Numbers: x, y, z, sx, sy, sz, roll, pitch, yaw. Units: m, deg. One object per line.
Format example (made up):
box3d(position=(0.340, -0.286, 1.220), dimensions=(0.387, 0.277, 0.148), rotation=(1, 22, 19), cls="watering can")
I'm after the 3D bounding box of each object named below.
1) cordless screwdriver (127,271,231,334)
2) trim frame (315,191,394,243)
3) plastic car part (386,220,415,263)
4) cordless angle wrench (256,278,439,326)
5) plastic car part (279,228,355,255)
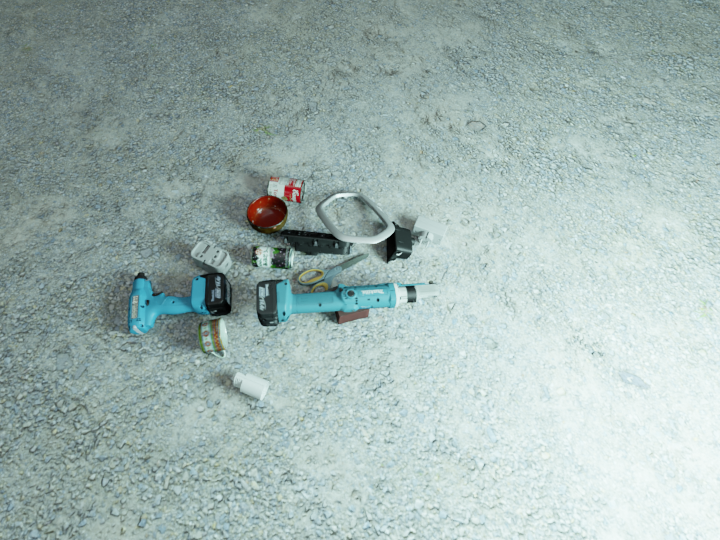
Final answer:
box3d(position=(-0.450, 0.057, 1.049), dimensions=(0.248, 0.072, 0.165), rotation=(-12, 60, -2), cls="cordless screwdriver")
box3d(position=(-0.016, -0.146, 1.146), dimensions=(0.180, 0.027, 0.262), rotation=(-19, 43, -19), cls="trim frame")
box3d(position=(0.110, -0.076, 1.127), dimensions=(0.070, 0.065, 0.119), rotation=(13, 56, -11), cls="plastic car part")
box3d(position=(-0.026, 0.063, 0.980), dimensions=(0.421, 0.072, 0.101), rotation=(-4, 58, -3), cls="cordless angle wrench")
box3d(position=(-0.110, -0.072, 1.120), dimensions=(0.205, 0.066, 0.066), rotation=(2, 99, 4), cls="plastic car part")
